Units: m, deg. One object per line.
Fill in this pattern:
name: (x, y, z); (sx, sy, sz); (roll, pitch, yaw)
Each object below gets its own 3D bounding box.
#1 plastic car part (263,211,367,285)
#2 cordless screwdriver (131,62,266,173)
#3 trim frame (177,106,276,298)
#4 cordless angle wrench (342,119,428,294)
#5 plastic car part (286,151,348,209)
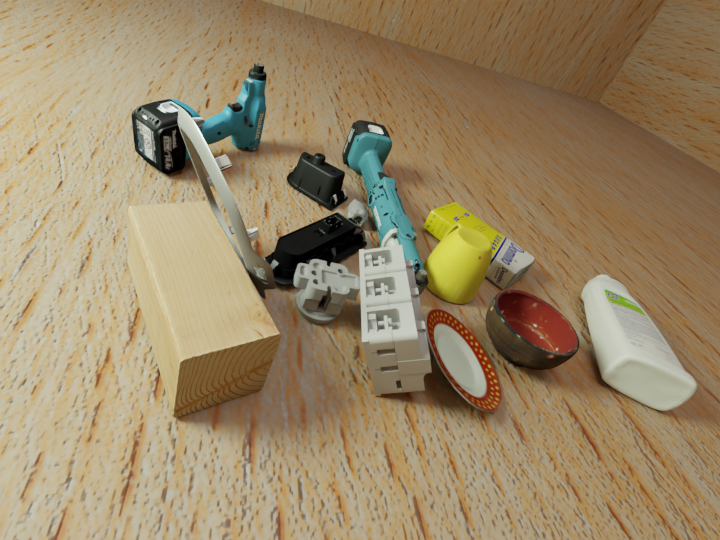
plastic car part: (-0.059, -0.038, 0.600); (0.068, 0.067, 0.198); (41, 43, 14)
cordless screwdriver: (-0.254, -0.264, 0.716); (0.077, 0.157, 0.243); (35, 40, 16)
trim frame: (-0.139, -0.062, 0.450); (0.027, 0.243, 0.191); (-24, 66, -18)
cordless angle wrench: (0.042, -0.122, 0.737); (0.072, 0.097, 0.440); (7, 42, -20)
plastic car part: (-0.075, -0.169, 0.749); (0.120, 0.070, 0.065); (34, 36, 13)
